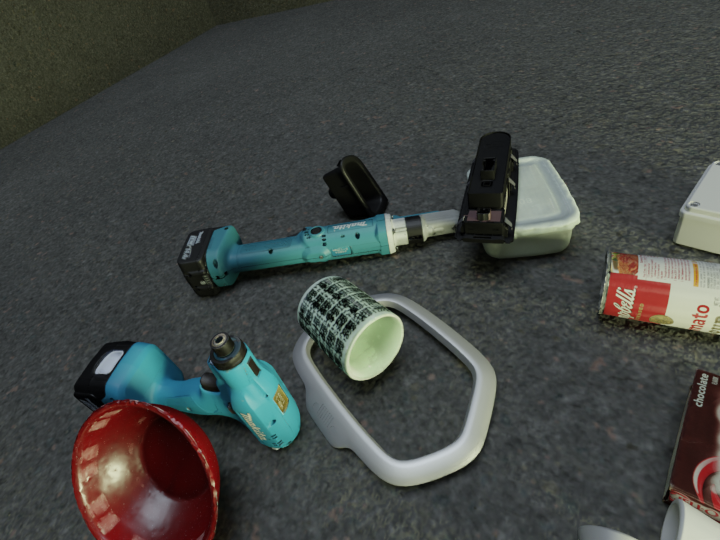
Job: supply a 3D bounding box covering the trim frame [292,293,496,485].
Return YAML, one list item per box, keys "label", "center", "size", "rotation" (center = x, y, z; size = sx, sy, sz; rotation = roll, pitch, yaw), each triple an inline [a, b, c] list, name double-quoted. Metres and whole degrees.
- label: "trim frame"
  center: [0.026, 0.112, 0.468]
  size: [0.182, 0.026, 0.263]
  rotation: [-34, 44, -17]

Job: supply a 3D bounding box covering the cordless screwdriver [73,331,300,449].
- label: "cordless screwdriver"
  center: [-0.197, 0.118, 0.453]
  size: [0.257, 0.152, 0.075]
  rotation: [-1, 42, 23]

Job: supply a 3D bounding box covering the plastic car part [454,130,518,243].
- label: "plastic car part"
  center: [0.168, -0.121, 0.552]
  size: [0.069, 0.064, 0.204]
  rotation: [-3, 40, 28]

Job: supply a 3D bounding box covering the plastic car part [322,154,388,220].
- label: "plastic car part"
  center: [-0.017, -0.132, 0.699]
  size: [0.073, 0.112, 0.066]
  rotation: [-18, 32, 40]

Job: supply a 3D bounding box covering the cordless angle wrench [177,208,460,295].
- label: "cordless angle wrench"
  center: [-0.063, -0.041, 0.641]
  size: [0.429, 0.071, 0.101]
  rotation: [-8, 42, 10]
